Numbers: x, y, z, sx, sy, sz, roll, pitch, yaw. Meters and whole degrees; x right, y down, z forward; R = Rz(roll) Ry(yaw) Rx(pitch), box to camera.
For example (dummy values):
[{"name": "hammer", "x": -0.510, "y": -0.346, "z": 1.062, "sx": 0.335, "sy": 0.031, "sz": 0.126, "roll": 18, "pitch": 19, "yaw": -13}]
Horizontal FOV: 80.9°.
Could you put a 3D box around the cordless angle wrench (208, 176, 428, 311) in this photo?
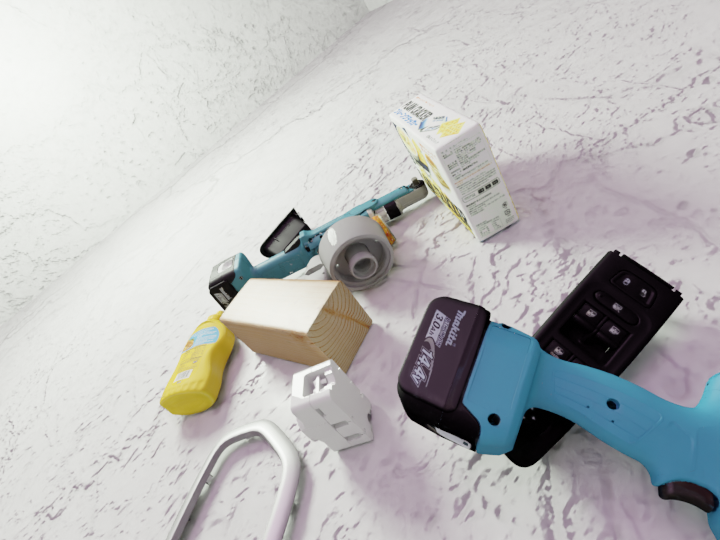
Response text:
[{"name": "cordless angle wrench", "x": -0.074, "y": -0.049, "z": 0.762, "sx": 0.427, "sy": 0.093, "sz": 0.077, "roll": -26, "pitch": 31, "yaw": 10}]

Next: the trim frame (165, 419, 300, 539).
[{"name": "trim frame", "x": -0.153, "y": 0.283, "z": 0.465, "sx": 0.191, "sy": 0.026, "sz": 0.252, "roll": -13, "pitch": 41, "yaw": 32}]

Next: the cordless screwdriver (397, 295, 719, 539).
[{"name": "cordless screwdriver", "x": 0.149, "y": 0.117, "z": 0.280, "sx": 0.259, "sy": 0.071, "sz": 0.160, "roll": 13, "pitch": 64, "yaw": 24}]

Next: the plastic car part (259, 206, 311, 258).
[{"name": "plastic car part", "x": -0.141, "y": -0.060, "z": 0.863, "sx": 0.075, "sy": 0.062, "sz": 0.116, "roll": 22, "pitch": 67, "yaw": 40}]

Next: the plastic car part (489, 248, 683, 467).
[{"name": "plastic car part", "x": 0.177, "y": 0.075, "z": 0.370, "sx": 0.202, "sy": 0.068, "sz": 0.066, "roll": -44, "pitch": -12, "yaw": -13}]
